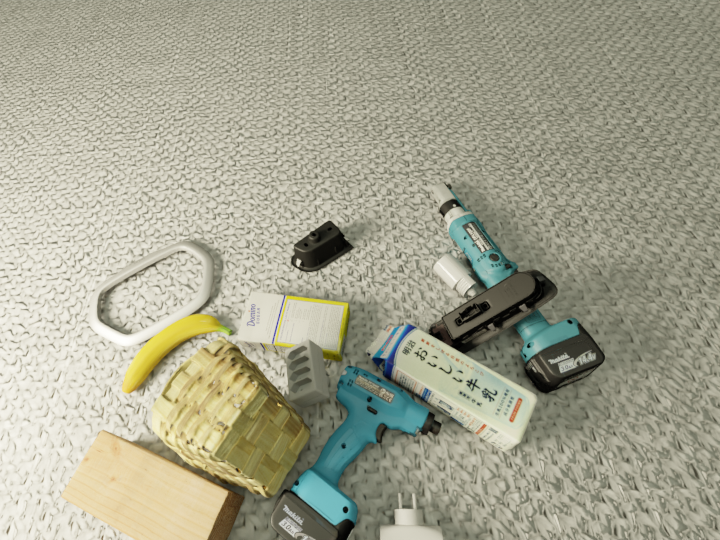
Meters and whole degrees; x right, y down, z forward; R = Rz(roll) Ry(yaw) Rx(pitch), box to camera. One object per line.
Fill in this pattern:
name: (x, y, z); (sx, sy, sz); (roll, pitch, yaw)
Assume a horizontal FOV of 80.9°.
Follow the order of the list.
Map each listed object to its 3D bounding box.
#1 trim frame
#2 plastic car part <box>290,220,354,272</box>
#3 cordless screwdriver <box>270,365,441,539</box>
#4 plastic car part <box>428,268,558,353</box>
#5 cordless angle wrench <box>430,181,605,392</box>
trim frame: (-0.391, 0.037, 0.800); (0.246, 0.026, 0.193); (-34, 61, -13)
plastic car part: (-0.078, -0.051, 0.797); (0.115, 0.068, 0.069); (-33, 60, -19)
cordless screwdriver: (-0.002, 0.269, 0.581); (0.165, 0.072, 0.248); (22, 58, 18)
plastic car part: (0.192, 0.060, 0.648); (0.205, 0.063, 0.069); (-34, 48, 18)
cordless angle wrench: (0.231, -0.007, 0.738); (0.097, 0.071, 0.443); (-20, 55, -8)
